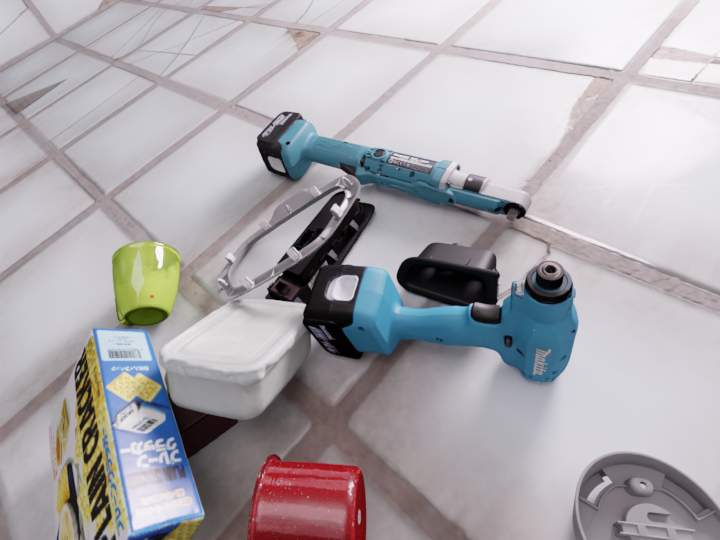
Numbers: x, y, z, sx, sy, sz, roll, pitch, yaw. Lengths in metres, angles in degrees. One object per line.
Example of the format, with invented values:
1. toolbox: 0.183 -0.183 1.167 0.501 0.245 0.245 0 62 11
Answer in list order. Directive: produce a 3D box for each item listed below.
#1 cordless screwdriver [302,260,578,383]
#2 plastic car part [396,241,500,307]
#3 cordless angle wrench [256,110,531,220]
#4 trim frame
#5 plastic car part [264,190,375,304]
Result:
1. cordless screwdriver: 0.065 0.038 0.408 0.259 0.151 0.075 5 54 24
2. plastic car part: 0.109 -0.003 0.492 0.123 0.063 0.070 17 45 33
3. cordless angle wrench: 0.029 -0.153 0.628 0.444 0.071 0.098 22 63 29
4. trim frame: -0.104 -0.048 0.558 0.253 0.026 0.188 -30 29 24
5. plastic car part: -0.056 -0.037 0.573 0.070 0.064 0.202 17 58 36
